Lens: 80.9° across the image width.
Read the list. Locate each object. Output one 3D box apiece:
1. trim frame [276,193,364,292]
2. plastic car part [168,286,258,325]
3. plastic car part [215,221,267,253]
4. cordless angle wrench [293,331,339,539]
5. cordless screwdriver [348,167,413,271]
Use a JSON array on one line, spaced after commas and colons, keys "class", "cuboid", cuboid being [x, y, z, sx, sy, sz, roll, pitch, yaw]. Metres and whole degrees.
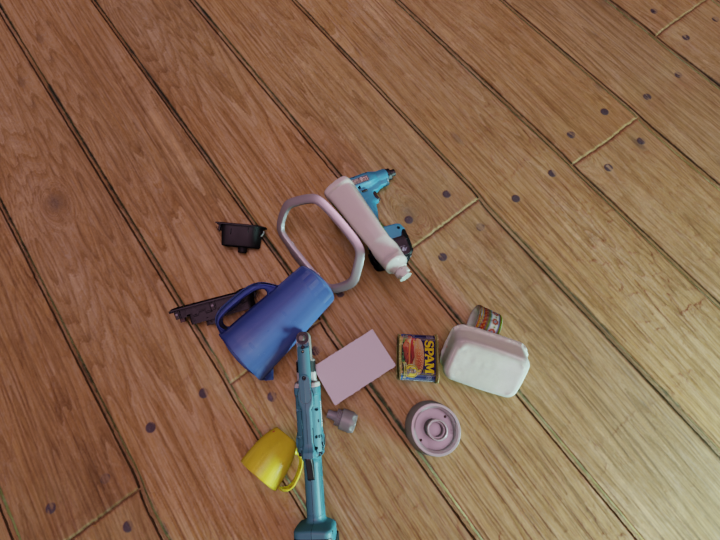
[{"class": "trim frame", "cuboid": [-0.093, -0.061, 0.952, 0.252, 0.186, 0.027, 49, 34, 6]}, {"class": "plastic car part", "cuboid": [-0.322, 0.083, 0.957, 0.202, 0.066, 0.068, -19, 84, -5]}, {"class": "plastic car part", "cuboid": [-0.289, -0.078, 1.017, 0.117, 0.066, 0.071, 8, 87, 0]}, {"class": "cordless angle wrench", "cuboid": [-0.097, 0.334, 0.822, 0.075, 0.095, 0.429, -7, 77, 4]}, {"class": "cordless screwdriver", "cuboid": [0.053, -0.132, 1.017, 0.158, 0.072, 0.257, -22, 69, -7]}]
